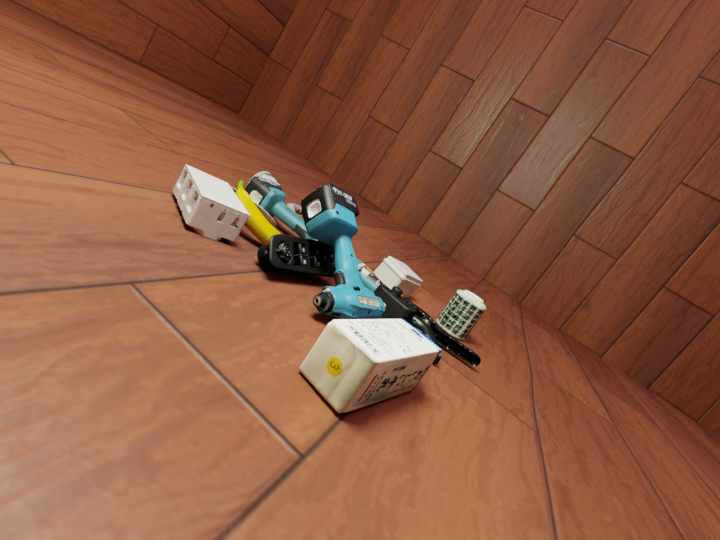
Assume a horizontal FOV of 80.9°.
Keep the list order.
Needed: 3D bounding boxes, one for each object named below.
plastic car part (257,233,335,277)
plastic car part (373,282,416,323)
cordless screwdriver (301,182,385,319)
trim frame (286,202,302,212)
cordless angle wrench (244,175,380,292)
[{"bbox_3d":[-0.112,-0.024,0.750,0.069,0.067,0.194,-4,-6,25],"label":"plastic car part"},{"bbox_3d":[0.057,0.067,0.797,0.123,0.071,0.062,44,15,31],"label":"plastic car part"},{"bbox_3d":[-0.046,-0.032,0.725,0.150,0.076,0.257,17,50,-51],"label":"cordless screwdriver"},{"bbox_3d":[-0.127,-0.127,1.185,0.178,0.027,0.258,26,13,-20],"label":"trim frame"},{"bbox_3d":[-0.091,-0.059,0.930,0.438,0.074,0.094,39,14,18],"label":"cordless angle wrench"}]
